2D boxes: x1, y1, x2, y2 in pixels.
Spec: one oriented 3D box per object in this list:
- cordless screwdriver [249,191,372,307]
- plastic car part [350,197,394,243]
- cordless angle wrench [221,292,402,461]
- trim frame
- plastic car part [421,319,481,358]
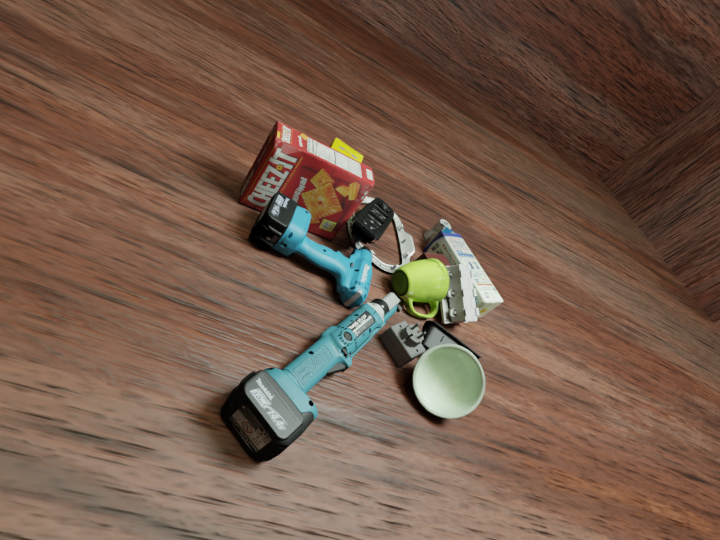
[{"bbox_3d":[-0.079,-0.052,0.811,0.243,0.075,0.161,35,36,-12],"label":"cordless screwdriver"},{"bbox_3d":[0.026,-0.103,0.914,0.067,0.067,0.202,32,32,2],"label":"plastic car part"},{"bbox_3d":[-0.034,0.121,0.672,0.100,0.075,0.412,46,35,7],"label":"cordless angle wrench"},{"bbox_3d":[0.047,-0.093,0.996,0.177,0.028,0.257,22,38,-23],"label":"trim frame"},{"bbox_3d":[0.155,0.159,0.802,0.117,0.066,0.070,37,51,1],"label":"plastic car part"}]
